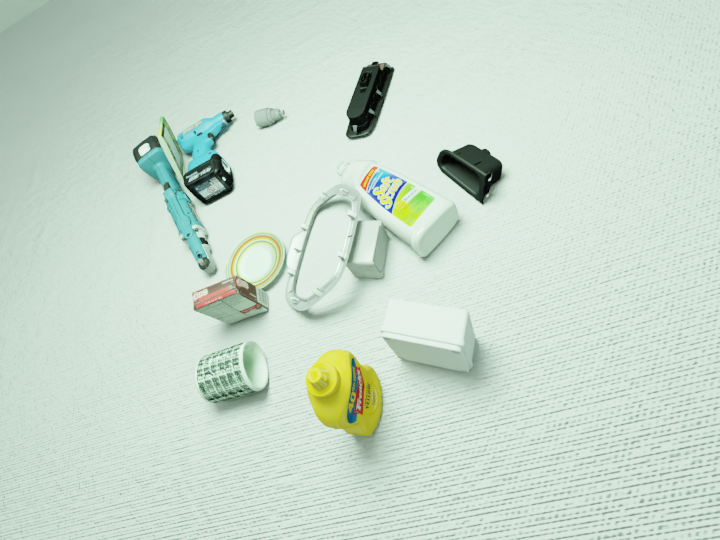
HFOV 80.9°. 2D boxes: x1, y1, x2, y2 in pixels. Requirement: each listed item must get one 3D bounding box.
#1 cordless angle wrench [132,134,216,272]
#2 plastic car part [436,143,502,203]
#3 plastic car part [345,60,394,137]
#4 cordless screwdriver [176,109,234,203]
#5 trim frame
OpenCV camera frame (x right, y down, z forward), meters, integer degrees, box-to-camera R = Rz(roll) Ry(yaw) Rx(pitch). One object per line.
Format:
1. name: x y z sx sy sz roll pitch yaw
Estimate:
1. cordless angle wrench: -0.415 -0.152 0.963 0.074 0.093 0.444 -37 59 1
2. plastic car part: 0.193 -0.180 0.718 0.070 0.063 0.123 -28 52 -10
3. plastic car part: 0.015 -0.372 0.897 0.069 0.064 0.205 9 70 19
4. cordless screwdriver: -0.354 -0.284 1.010 0.160 0.070 0.261 -30 52 7
5. trim frame: -0.073 -0.048 0.748 0.191 0.026 0.252 -13 59 49
